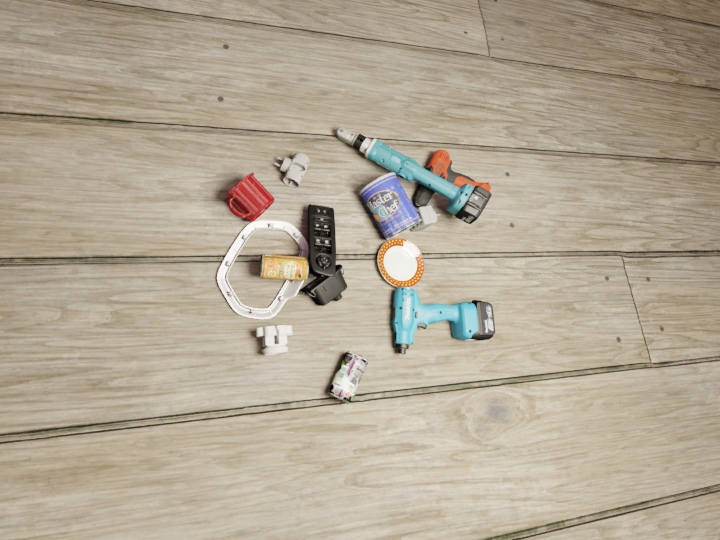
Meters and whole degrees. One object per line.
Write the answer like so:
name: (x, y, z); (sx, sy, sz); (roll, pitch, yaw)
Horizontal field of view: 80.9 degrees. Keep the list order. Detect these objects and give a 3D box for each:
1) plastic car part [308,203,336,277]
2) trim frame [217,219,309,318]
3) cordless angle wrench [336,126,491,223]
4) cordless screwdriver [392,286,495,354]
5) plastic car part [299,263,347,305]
plastic car part: (-0.098, -0.064, 0.998); (0.064, 0.067, 0.210); (12, 48, -23)
trim frame: (-0.219, -0.009, 0.981); (0.182, 0.028, 0.249); (30, 66, -7)
cordless angle wrench: (0.120, -0.261, 1.087); (0.431, 0.096, 0.074); (32, 85, 9)
cordless screwdriver: (0.198, 0.135, 1.034); (0.244, 0.074, 0.161); (9, 72, -10)
plastic car part: (-0.073, 0.042, 0.994); (0.114, 0.068, 0.070); (-33, 103, -26)
